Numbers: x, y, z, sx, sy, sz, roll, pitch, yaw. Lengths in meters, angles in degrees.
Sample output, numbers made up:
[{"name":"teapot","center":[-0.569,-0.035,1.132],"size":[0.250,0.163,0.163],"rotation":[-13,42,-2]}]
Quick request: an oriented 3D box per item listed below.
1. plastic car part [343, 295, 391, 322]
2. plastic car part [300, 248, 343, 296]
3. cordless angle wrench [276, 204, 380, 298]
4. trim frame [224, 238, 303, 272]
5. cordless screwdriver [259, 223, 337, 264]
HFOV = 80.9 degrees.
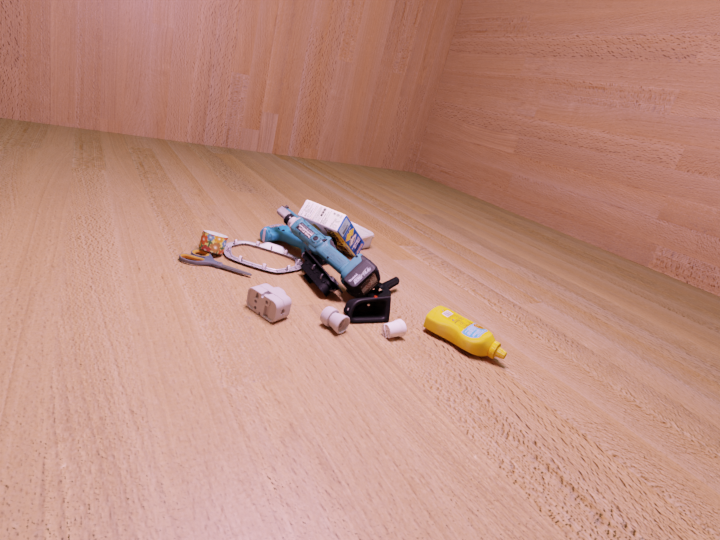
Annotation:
[{"name":"plastic car part","center":[0.008,0.091,1.051],"size":[0.112,0.065,0.074],"rotation":[0,9,-23]},{"name":"plastic car part","center":[-0.117,0.011,1.159],"size":[0.066,0.063,0.214],"rotation":[-36,37,-13]},{"name":"cordless angle wrench","center":[-0.120,-0.078,1.226],"size":[0.097,0.071,0.447],"rotation":[-42,54,-12]},{"name":"trim frame","center":[-0.290,-0.047,1.261],"size":[0.254,0.027,0.183],"rotation":[15,21,11]},{"name":"cordless screwdriver","center":[-0.190,-0.100,1.388],"size":[0.261,0.073,0.154],"rotation":[20,22,27]}]
